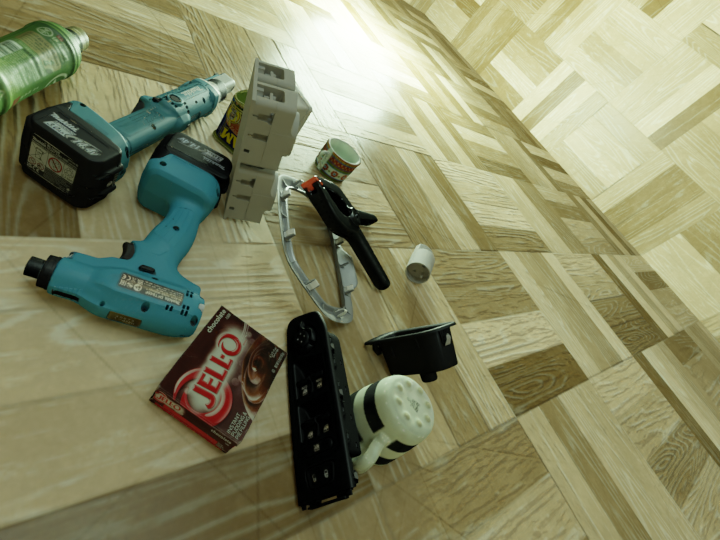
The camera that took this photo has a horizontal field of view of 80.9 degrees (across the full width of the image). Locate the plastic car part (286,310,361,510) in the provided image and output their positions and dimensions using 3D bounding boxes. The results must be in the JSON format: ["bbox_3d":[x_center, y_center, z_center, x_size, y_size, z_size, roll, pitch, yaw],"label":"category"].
[{"bbox_3d":[-0.038,0.137,0.461,0.063,0.067,0.211,23,39,-42],"label":"plastic car part"}]

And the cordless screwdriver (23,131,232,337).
[{"bbox_3d":[-0.236,-0.056,0.471,0.152,0.075,0.257,22,45,-25],"label":"cordless screwdriver"}]

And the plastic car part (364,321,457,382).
[{"bbox_3d":[0.076,0.112,0.560,0.063,0.121,0.071,-11,87,-48],"label":"plastic car part"}]

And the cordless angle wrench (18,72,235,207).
[{"bbox_3d":[-0.280,-0.228,0.611,0.096,0.075,0.427,35,34,-12],"label":"cordless angle wrench"}]

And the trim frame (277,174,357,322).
[{"bbox_3d":[-0.059,-0.039,0.608,0.174,0.028,0.259,45,23,-45],"label":"trim frame"}]
